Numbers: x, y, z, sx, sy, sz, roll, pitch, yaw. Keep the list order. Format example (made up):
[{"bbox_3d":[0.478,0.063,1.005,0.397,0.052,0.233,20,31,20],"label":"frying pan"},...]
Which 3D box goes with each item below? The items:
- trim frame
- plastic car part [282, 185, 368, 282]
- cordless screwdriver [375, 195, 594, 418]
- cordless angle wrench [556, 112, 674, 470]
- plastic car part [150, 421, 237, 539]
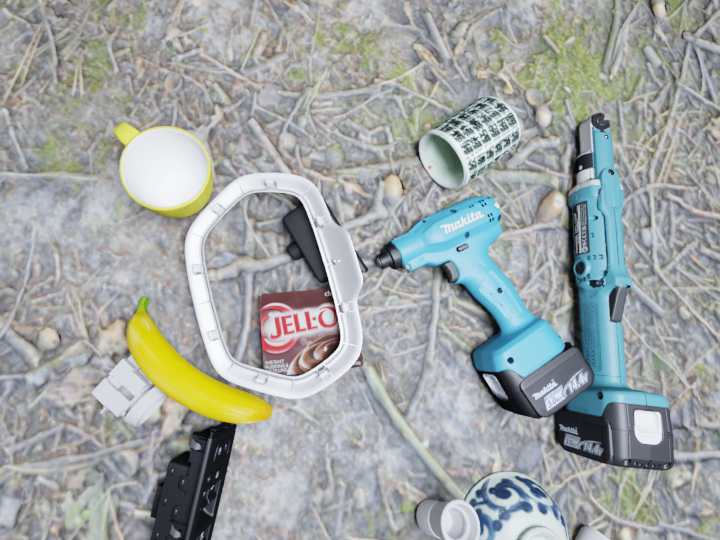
[{"bbox_3d":[-0.093,0.011,0.453,0.185,0.027,0.252,-16,79,2],"label":"trim frame"},{"bbox_3d":[-0.048,-0.032,0.495,0.071,0.065,0.118,-35,83,2],"label":"plastic car part"},{"bbox_3d":[0.136,0.046,0.493,0.157,0.074,0.253,-25,80,-10],"label":"cordless screwdriver"},{"bbox_3d":[0.294,0.002,0.516,0.073,0.098,0.428,7,75,-9],"label":"cordless angle wrench"},{"bbox_3d":[-0.180,0.258,0.424,0.067,0.065,0.205,6,80,1],"label":"plastic car part"}]
